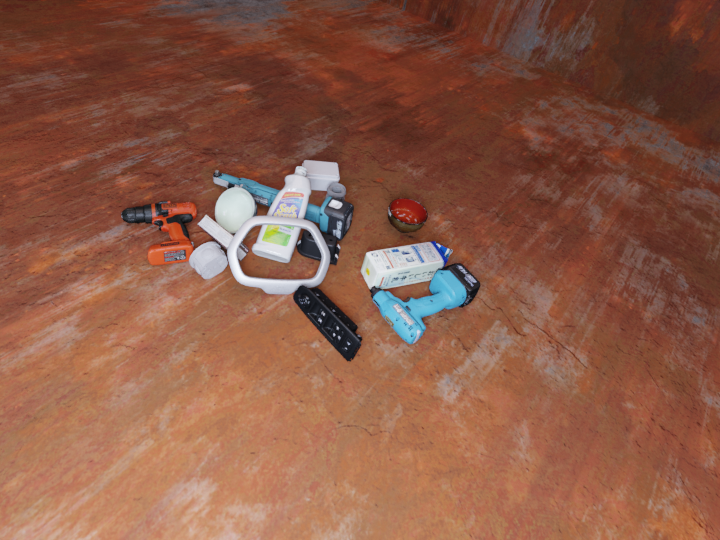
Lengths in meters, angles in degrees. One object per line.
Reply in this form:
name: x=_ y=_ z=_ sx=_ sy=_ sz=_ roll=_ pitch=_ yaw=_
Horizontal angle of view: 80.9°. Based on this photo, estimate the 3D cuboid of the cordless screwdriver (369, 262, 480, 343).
cordless screwdriver: x=0.154 y=0.057 z=1.020 sx=0.243 sy=0.072 sz=0.167 roll=-27 pitch=57 yaw=-26

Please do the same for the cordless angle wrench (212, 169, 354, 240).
cordless angle wrench: x=-0.230 y=-0.199 z=1.184 sx=0.434 sy=0.095 sz=0.074 roll=20 pitch=46 yaw=14

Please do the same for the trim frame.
trim frame: x=-0.189 y=-0.037 z=1.000 sx=0.240 sy=0.028 sz=0.185 roll=2 pitch=82 yaw=-21

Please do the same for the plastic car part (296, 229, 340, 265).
plastic car part: x=-0.107 y=-0.070 z=1.090 sx=0.116 sy=0.070 sz=0.067 roll=16 pitch=45 yaw=-1

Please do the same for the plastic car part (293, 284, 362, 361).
plastic car part: x=-0.068 y=0.102 z=0.942 sx=0.212 sy=0.065 sz=0.065 roll=39 pitch=41 yaw=24
